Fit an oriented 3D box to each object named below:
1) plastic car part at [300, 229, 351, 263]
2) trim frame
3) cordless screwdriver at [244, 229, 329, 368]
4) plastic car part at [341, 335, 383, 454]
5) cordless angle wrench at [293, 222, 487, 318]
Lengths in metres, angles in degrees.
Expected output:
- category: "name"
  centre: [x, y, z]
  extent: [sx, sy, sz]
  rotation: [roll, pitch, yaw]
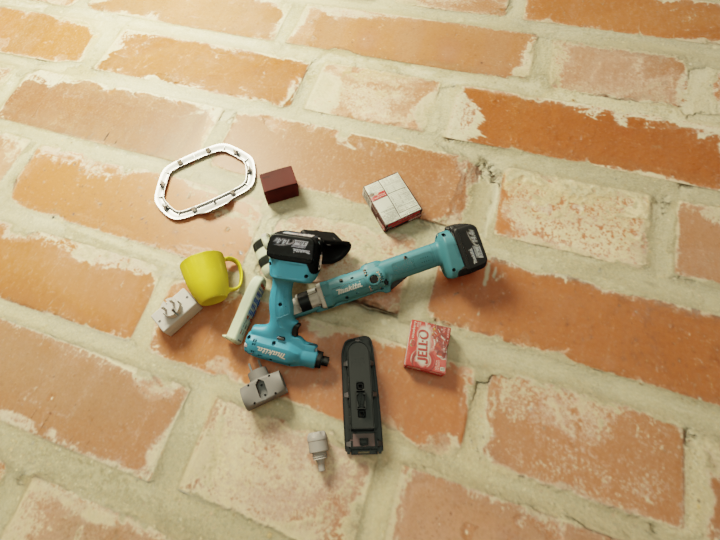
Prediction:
- category: "plastic car part"
  centre: [-0.085, -0.056, 0.871]
  extent: [0.111, 0.065, 0.075]
  rotation: [-4, 42, -42]
- category: "trim frame"
  centre: [-0.368, -0.214, 0.997]
  extent: [0.246, 0.027, 0.191]
  rotation: [-25, 67, -8]
- category: "cordless screwdriver"
  centre: [-0.114, 0.056, 0.776]
  extent: [0.161, 0.074, 0.247]
  rotation: [14, 99, 6]
- category: "plastic car part"
  centre: [-0.002, 0.213, 0.751]
  extent: [0.067, 0.064, 0.208]
  rotation: [-7, 62, 7]
- category: "cordless angle wrench"
  centre: [0.026, 0.016, 0.828]
  extent: [0.423, 0.074, 0.098]
  rotation: [-19, 92, 1]
